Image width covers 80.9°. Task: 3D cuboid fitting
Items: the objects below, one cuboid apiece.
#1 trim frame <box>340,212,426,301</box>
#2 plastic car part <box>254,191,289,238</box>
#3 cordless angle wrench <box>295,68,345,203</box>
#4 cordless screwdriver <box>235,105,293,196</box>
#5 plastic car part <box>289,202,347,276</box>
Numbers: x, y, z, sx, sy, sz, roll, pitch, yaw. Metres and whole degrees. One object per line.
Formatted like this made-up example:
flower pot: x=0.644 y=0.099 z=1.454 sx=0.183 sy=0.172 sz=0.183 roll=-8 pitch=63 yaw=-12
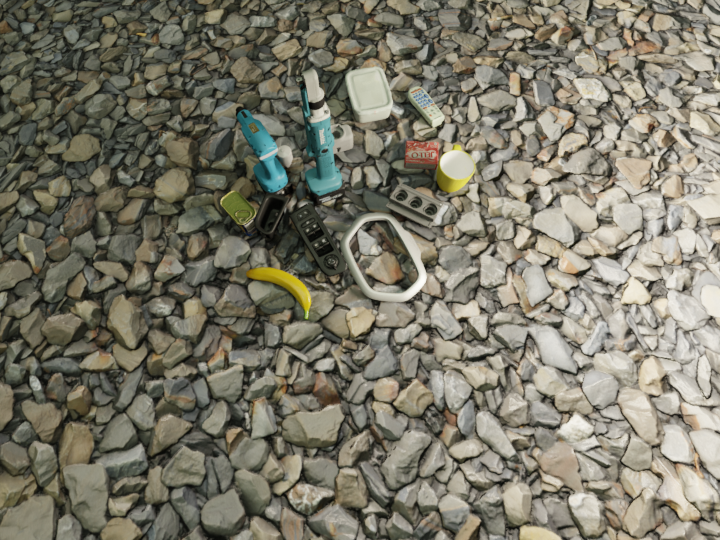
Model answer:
trim frame: x=0.057 y=-0.036 z=1.053 sx=0.183 sy=0.027 sz=0.257 roll=-25 pitch=67 yaw=-5
plastic car part: x=-0.231 y=-0.134 z=1.098 sx=0.067 sy=0.069 sz=0.117 roll=15 pitch=70 yaw=8
cordless angle wrench: x=-0.093 y=-0.291 z=0.965 sx=0.097 sy=0.412 sz=0.077 roll=-19 pitch=71 yaw=-7
cordless screwdriver: x=-0.248 y=-0.290 z=1.071 sx=0.074 sy=0.242 sz=0.165 roll=-30 pitch=71 yaw=-10
plastic car part: x=-0.104 y=-0.068 z=1.060 sx=0.066 sy=0.065 sz=0.210 roll=-29 pitch=68 yaw=-8
